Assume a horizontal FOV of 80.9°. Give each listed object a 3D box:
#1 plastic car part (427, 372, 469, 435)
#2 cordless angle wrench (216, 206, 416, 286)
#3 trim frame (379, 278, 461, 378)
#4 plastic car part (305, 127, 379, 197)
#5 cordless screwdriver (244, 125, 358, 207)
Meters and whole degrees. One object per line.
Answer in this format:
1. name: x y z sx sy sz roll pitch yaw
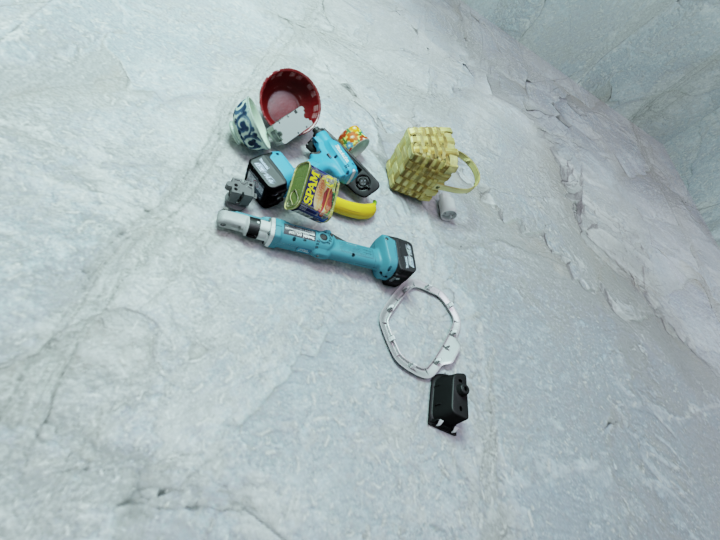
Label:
1. plastic car part: 0.177 0.243 0.812 0.064 0.072 0.118 27 51 -17
2. cordless angle wrench: -0.085 -0.056 0.869 0.408 0.075 0.101 13 53 -21
3. trim frame: 0.137 0.116 0.910 0.185 0.028 0.244 45 45 2
4. plastic car part: -0.043 -0.254 1.042 0.206 0.066 0.066 43 82 7
5. cordless screwdriver: -0.139 -0.240 0.937 0.242 0.074 0.164 -24 71 -31
